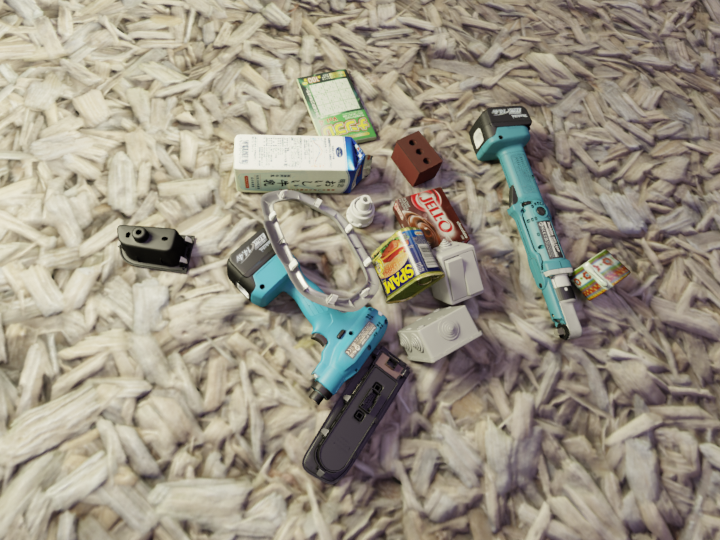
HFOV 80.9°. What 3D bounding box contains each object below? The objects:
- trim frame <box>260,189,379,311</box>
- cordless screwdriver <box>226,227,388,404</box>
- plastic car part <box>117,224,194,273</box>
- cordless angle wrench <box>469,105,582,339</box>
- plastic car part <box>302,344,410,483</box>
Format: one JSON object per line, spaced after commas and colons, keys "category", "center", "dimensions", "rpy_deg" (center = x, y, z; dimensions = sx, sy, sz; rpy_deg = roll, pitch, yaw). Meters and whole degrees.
{"category": "trim frame", "center": [-0.063, -0.041, 0.646], "dimensions": [0.175, 0.027, 0.260], "rpy_deg": [2, 48, -37]}
{"category": "cordless screwdriver", "center": [-0.097, 0.063, 0.628], "dimensions": [0.252, 0.074, 0.158], "rpy_deg": [38, 67, 7]}
{"category": "plastic car part", "center": [-0.325, -0.043, 0.654], "dimensions": [0.115, 0.070, 0.067], "rpy_deg": [8, 66, -7]}
{"category": "cordless angle wrench", "center": [0.297, -0.093, 0.737], "dimensions": [0.097, 0.073, 0.434], "rpy_deg": [-7, 69, -10]}
{"category": "plastic car part", "center": [0.000, 0.199, 0.585], "dimensions": [0.067, 0.067, 0.202], "rpy_deg": [37, 70, 0]}
